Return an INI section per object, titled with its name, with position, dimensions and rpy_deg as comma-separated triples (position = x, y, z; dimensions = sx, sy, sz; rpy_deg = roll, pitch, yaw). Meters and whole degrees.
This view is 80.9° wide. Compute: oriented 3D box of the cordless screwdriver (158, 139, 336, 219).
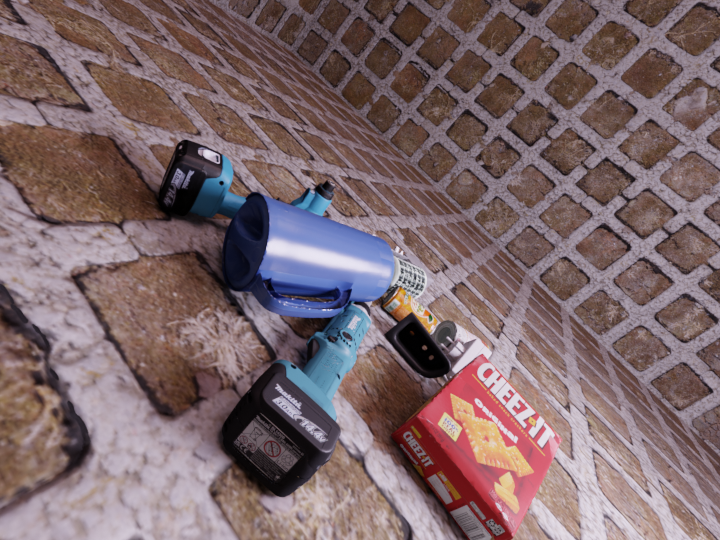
[cordless screwdriver]
position = -0.168, -0.119, 0.651
dimensions = 0.237, 0.160, 0.078
rpy_deg = 25, 28, -31

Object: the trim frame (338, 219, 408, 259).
[trim frame]
position = 0.001, -0.074, 0.939
dimensions = 0.235, 0.027, 0.194
rpy_deg = 21, 1, -38

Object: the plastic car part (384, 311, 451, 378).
[plastic car part]
position = 0.109, 0.138, 0.766
dimensions = 0.119, 0.066, 0.069
rpy_deg = 50, 9, 12

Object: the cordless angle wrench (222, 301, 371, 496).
[cordless angle wrench]
position = -0.036, 0.106, 0.570
dimensions = 0.099, 0.074, 0.418
rpy_deg = 38, 19, 1
